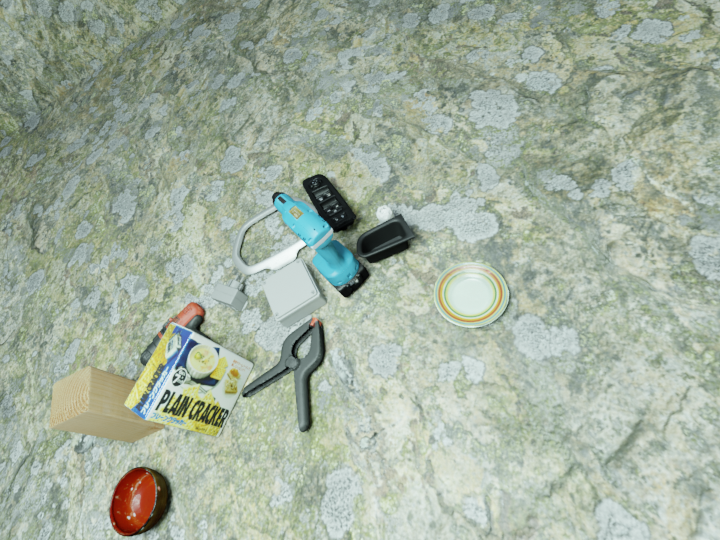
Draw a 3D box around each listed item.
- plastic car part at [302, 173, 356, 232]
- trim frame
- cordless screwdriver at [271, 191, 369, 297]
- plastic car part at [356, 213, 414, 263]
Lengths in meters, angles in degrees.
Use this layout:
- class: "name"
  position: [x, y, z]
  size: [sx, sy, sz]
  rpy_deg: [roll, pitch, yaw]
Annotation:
- class: "plastic car part"
  position: [-0.074, -0.158, 1.000]
  size: [0.066, 0.063, 0.213]
  rpy_deg: [-34, 54, 2]
- class: "trim frame"
  position: [-0.213, -0.086, 1.045]
  size: [0.250, 0.026, 0.193]
  rpy_deg: [-29, 54, 7]
- class: "cordless screwdriver"
  position: [-0.082, -0.053, 0.836]
  size: [0.074, 0.236, 0.168]
  rpy_deg: [-43, 55, -6]
- class: "plastic car part"
  position: [0.052, -0.054, 0.881]
  size: [0.117, 0.067, 0.069]
  rpy_deg: [-27, 55, 7]
